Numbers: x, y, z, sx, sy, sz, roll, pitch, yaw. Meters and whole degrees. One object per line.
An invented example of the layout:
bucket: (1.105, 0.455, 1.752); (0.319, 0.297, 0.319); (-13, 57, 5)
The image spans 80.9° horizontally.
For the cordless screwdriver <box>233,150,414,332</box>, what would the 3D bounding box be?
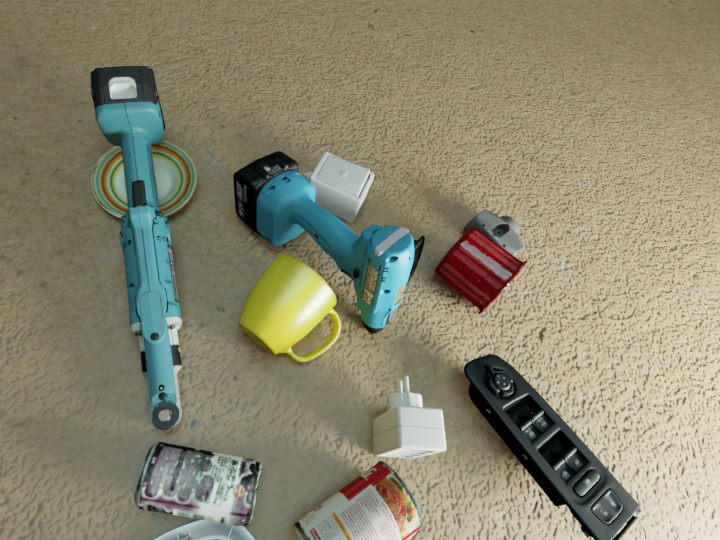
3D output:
cordless screwdriver: (-0.051, -0.034, 0.526); (0.261, 0.155, 0.073); (36, 53, 26)

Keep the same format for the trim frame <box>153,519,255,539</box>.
trim frame: (-0.110, 0.336, 0.336); (0.180, 0.027, 0.257); (-31, 69, -28)

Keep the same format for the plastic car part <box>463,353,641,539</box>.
plastic car part: (0.194, 0.186, 0.471); (0.065, 0.065, 0.211); (-27, 65, -20)

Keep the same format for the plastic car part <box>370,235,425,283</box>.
plastic car part: (0.040, -0.020, 0.557); (0.073, 0.065, 0.115); (18, 19, 10)

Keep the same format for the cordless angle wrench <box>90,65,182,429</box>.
cordless angle wrench: (-0.248, -0.040, 0.488); (0.073, 0.098, 0.433); (-10, 72, -18)
